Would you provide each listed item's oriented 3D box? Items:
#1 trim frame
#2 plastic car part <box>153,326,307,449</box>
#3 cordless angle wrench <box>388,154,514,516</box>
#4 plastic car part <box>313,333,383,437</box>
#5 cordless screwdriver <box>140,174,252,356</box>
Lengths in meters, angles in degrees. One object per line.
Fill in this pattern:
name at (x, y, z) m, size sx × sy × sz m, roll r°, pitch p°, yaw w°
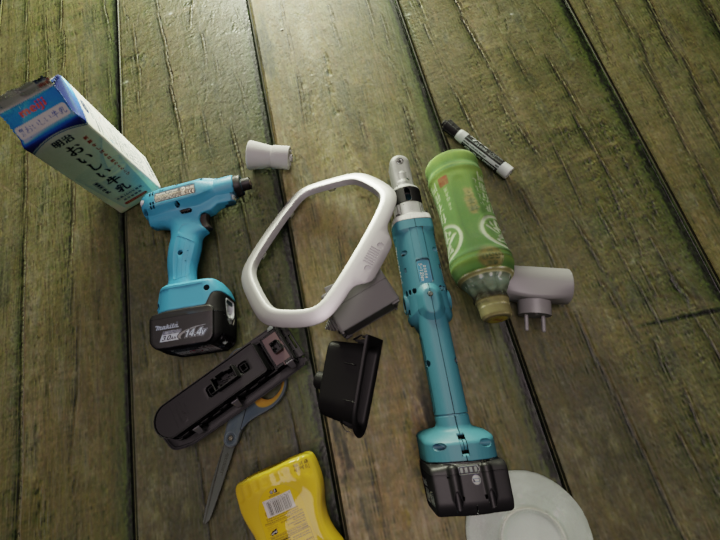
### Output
trim frame at (-0.053, -0.035, 0.547) m, size 0.194 × 0.026 × 0.249 m, roll 13°, pitch 61°, yaw 34°
plastic car part at (-0.165, 0.143, 0.508) m, size 0.203 × 0.065 × 0.068 m, roll -37°, pitch 77°, yaw 0°
cordless angle wrench at (0.080, 0.041, 0.508) m, size 0.074 × 0.095 × 0.434 m, roll -8°, pitch 68°, yaw -1°
plastic car part at (-0.021, 0.132, 0.511) m, size 0.074 × 0.063 × 0.117 m, roll 9°, pitch 77°, yaw 24°
cordless screwdriver at (-0.211, -0.017, 0.577) m, size 0.160 × 0.072 × 0.256 m, roll -16°, pitch 67°, yaw 2°
